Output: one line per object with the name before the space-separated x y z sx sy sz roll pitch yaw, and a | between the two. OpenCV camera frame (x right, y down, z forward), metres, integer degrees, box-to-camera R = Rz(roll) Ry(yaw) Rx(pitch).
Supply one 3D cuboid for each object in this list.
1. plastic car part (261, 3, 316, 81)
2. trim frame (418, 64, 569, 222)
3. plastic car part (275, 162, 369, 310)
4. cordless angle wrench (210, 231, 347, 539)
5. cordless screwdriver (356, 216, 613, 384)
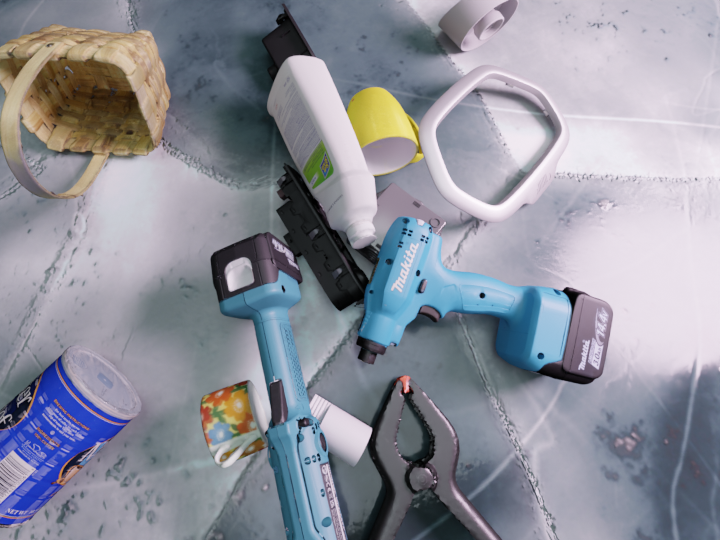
plastic car part | -0.103 -0.306 0.612 0.071 0.064 0.119 -26 77 7
trim frame | 0.178 -0.170 0.552 0.185 0.028 0.246 43 67 1
plastic car part | -0.050 -0.033 0.516 0.067 0.064 0.209 -36 75 -1
cordless angle wrench | -0.061 0.168 0.401 0.075 0.094 0.437 -22 67 9
cordless screwdriver | 0.124 0.058 0.454 0.248 0.074 0.160 21 82 -3
